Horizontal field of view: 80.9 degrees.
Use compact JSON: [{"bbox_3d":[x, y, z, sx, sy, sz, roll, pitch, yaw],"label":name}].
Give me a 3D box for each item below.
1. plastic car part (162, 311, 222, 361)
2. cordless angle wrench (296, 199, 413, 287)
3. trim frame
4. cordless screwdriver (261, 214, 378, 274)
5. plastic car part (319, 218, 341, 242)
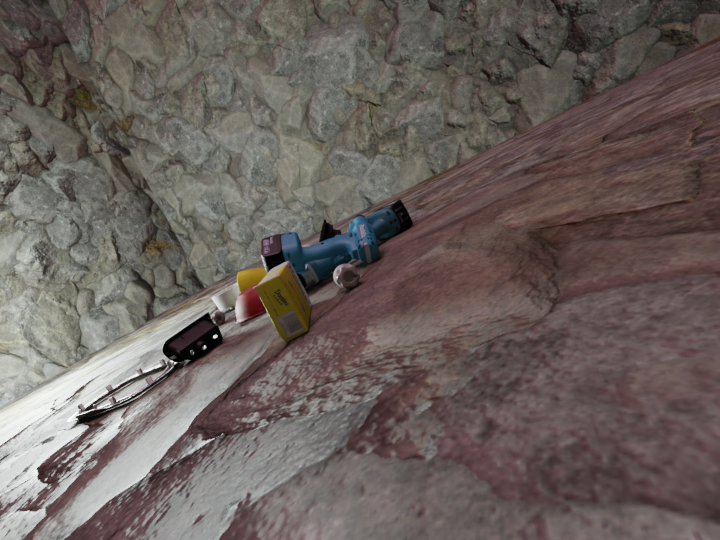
[{"bbox_3d":[-0.320,0.142,0.833,0.074,0.064,0.114,-1,26,40],"label":"plastic car part"},{"bbox_3d":[-0.044,-0.043,1.011,0.415,0.073,0.101,-36,12,-30],"label":"cordless angle wrench"},{"bbox_3d":[-0.468,0.233,0.837,0.255,0.027,0.182,-21,12,23],"label":"trim frame"},{"bbox_3d":[-0.091,-0.060,0.935,0.250,0.071,0.164,-11,34,4],"label":"cordless screwdriver"},{"bbox_3d":[-0.077,-0.083,1.182,0.067,0.067,0.200,4,-10,-2],"label":"plastic car part"}]
